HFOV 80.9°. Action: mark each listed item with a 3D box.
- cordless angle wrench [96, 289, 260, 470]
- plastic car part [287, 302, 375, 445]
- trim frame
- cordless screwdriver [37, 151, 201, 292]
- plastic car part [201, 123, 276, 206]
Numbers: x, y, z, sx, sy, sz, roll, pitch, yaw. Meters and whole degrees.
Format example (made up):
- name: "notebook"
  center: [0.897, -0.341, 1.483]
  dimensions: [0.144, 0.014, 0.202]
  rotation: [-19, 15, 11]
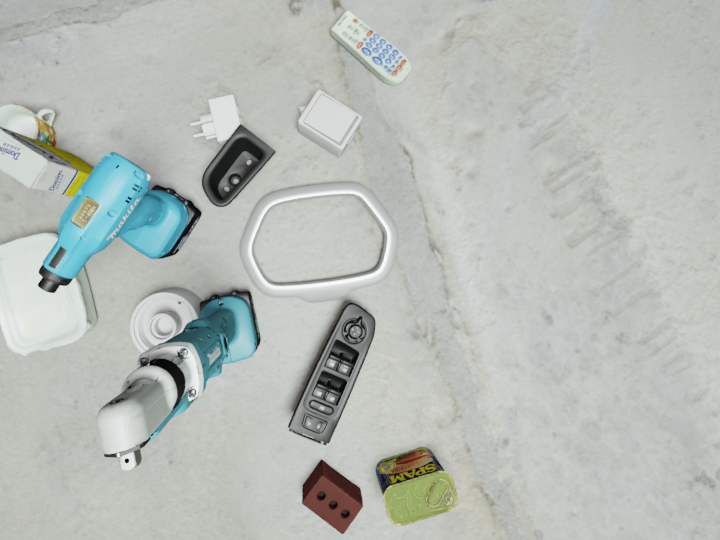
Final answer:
- name: "cordless angle wrench"
  center: [-0.170, 0.085, 0.453]
  dimensions: [0.074, 0.426, 0.098]
  rotation: [-12, 93, -7]
- name: "plastic car part"
  center: [-0.038, 0.147, 0.634]
  dimensions: [0.066, 0.067, 0.203]
  rotation: [25, 87, -4]
- name: "trim frame"
  center: [-0.064, -0.042, 0.660]
  dimensions: [0.247, 0.027, 0.184]
  rotation: [-8, 88, -2]
- name: "cordless screwdriver"
  center: [-0.296, -0.050, 0.541]
  dimensions: [0.074, 0.250, 0.159]
  rotation: [33, 87, -7]
- name: "plastic car part"
  center: [-0.187, -0.148, 0.637]
  dimensions: [0.066, 0.071, 0.116]
  rotation: [38, 87, -4]
